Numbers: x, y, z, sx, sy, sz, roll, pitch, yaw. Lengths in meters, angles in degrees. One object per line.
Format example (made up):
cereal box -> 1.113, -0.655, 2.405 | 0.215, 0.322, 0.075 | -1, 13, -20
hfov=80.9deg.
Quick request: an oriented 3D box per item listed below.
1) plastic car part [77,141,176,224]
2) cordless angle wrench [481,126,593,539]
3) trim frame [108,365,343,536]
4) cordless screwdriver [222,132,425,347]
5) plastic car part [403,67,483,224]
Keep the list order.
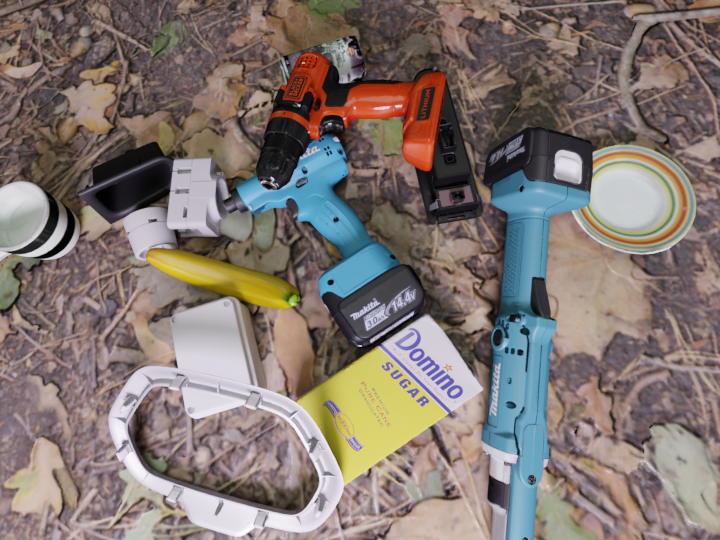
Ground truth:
plastic car part -> -0.295, -0.125, 0.546 | 0.116, 0.063, 0.074 | -31, 61, -7
cordless angle wrench -> 0.163, 0.070, 0.424 | 0.073, 0.099, 0.426 | 11, 79, -13
trim frame -> -0.139, 0.181, 0.411 | 0.253, 0.027, 0.181 | 10, 112, 9
cordless screwdriver -> -0.047, -0.031, 0.482 | 0.159, 0.072, 0.257 | -28, 69, -3
plastic car part -> 0.093, -0.161, 0.511 | 0.067, 0.064, 0.208 | -13, 70, 7
